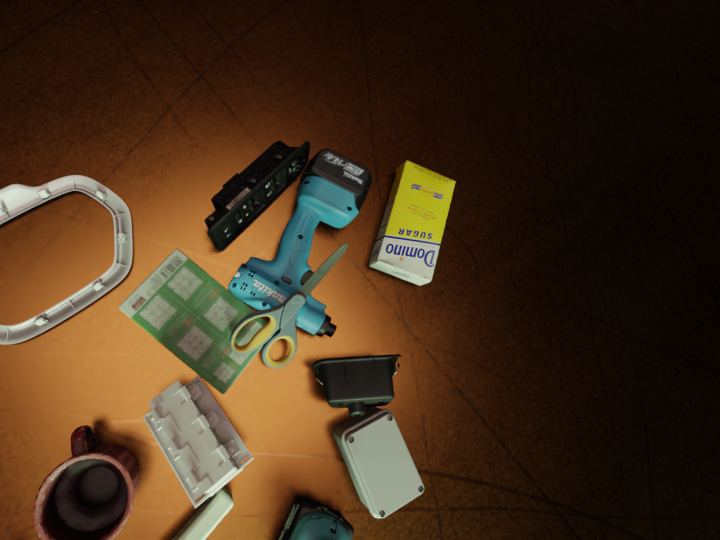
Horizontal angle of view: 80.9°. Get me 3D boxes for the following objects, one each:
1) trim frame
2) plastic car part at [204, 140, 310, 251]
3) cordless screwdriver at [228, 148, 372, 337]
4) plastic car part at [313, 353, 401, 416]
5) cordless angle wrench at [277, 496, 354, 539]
[{"bbox_3d":[-0.413,-0.021,0.537,0.245,0.028,0.185,-36,86,-18],"label":"trim frame"},{"bbox_3d":[-0.152,-0.121,0.615,0.070,0.064,0.201,37,70,22],"label":"plastic car part"},{"bbox_3d":[-0.059,-0.039,0.608,0.157,0.075,0.249,30,75,-7],"label":"cordless screwdriver"},{"bbox_3d":[-0.003,0.155,0.563,0.114,0.065,0.074,-3,54,-15],"label":"plastic car part"},{"bbox_3d":[0.001,0.304,0.342,0.073,0.428,0.098,30,71,-11],"label":"cordless angle wrench"}]
